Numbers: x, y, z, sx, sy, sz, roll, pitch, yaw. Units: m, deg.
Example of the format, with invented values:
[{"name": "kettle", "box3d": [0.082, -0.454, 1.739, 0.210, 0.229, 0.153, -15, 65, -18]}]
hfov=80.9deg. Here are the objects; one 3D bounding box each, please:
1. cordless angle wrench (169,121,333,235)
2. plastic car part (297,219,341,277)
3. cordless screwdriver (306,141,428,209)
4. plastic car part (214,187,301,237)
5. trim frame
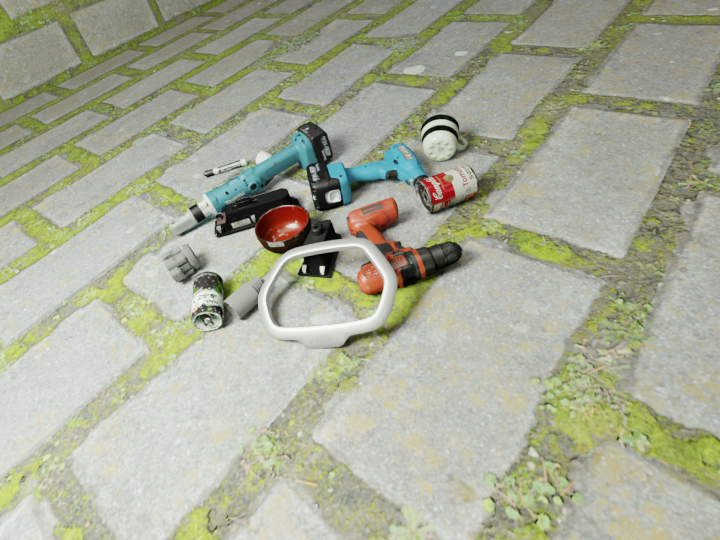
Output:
[{"name": "cordless angle wrench", "box3d": [-0.261, -0.209, 1.000, 0.419, 0.093, 0.078, -34, 51, -12]}, {"name": "plastic car part", "box3d": [-0.078, -0.051, 0.802, 0.068, 0.068, 0.118, 4, 51, 17]}, {"name": "cordless screwdriver", "box3d": [0.014, -0.195, 0.912, 0.247, 0.071, 0.167, -17, 45, -5]}, {"name": "plastic car part", "box3d": [-0.235, -0.138, 0.943, 0.203, 0.064, 0.069, -13, 37, 1]}, {"name": "trim frame", "box3d": [-0.061, 0.035, 0.703, 0.255, 0.026, 0.189, -9, 62, 17]}]
